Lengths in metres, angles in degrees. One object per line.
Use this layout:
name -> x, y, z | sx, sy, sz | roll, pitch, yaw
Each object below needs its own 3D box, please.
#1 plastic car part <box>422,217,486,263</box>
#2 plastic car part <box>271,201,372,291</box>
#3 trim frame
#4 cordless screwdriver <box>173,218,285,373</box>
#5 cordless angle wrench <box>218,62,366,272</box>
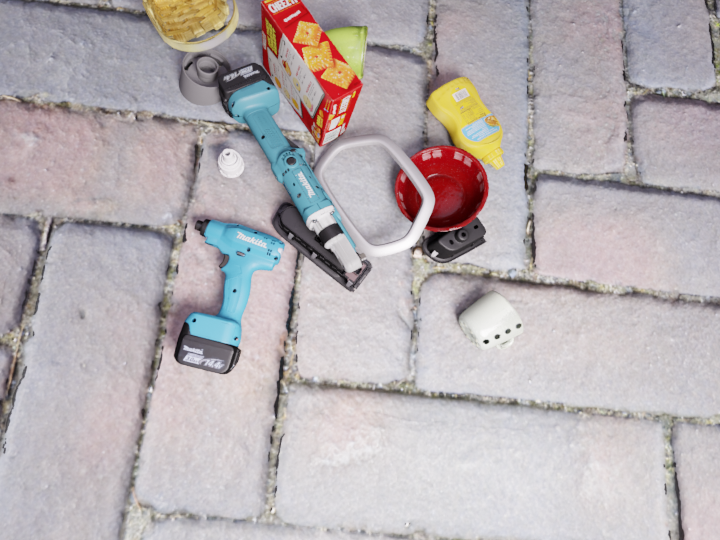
plastic car part -> 0.178, -0.059, 0.764 | 0.115, 0.071, 0.067 | -30, 83, -14
plastic car part -> -0.073, -0.048, 0.748 | 0.206, 0.066, 0.066 | 38, 83, 6
trim frame -> 0.018, -0.141, 0.766 | 0.184, 0.027, 0.256 | -35, 74, 4
cordless screwdriver -> -0.240, 0.037, 0.708 | 0.159, 0.074, 0.251 | 18, 72, -1
cordless angle wrench -> -0.119, -0.177, 0.732 | 0.097, 0.073, 0.435 | -27, 73, -14
